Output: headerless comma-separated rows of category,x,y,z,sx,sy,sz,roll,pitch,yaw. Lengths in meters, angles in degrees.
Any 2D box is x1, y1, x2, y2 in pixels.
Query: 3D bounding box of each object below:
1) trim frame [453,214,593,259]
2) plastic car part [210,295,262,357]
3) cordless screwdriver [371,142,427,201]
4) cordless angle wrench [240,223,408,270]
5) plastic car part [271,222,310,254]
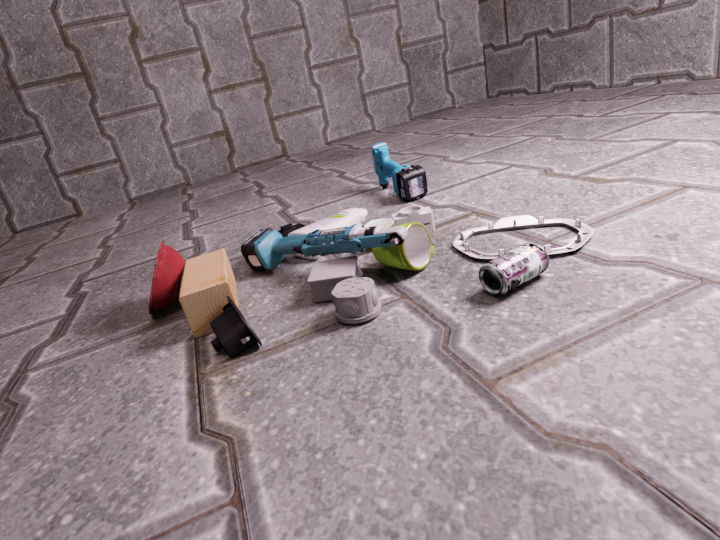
trim frame,0.310,-0.068,0.825,0.256,0.027,0.184,-7,24,21
plastic car part,-0.219,0.104,0.713,0.070,0.063,0.122,-35,31,-12
cordless screwdriver,0.113,-0.287,1.320,0.073,0.153,0.262,-21,39,-13
cordless angle wrench,-0.087,-0.057,0.886,0.443,0.072,0.097,-3,33,41
plastic car part,-0.201,-0.081,1.103,0.199,0.065,0.070,-27,33,-21
